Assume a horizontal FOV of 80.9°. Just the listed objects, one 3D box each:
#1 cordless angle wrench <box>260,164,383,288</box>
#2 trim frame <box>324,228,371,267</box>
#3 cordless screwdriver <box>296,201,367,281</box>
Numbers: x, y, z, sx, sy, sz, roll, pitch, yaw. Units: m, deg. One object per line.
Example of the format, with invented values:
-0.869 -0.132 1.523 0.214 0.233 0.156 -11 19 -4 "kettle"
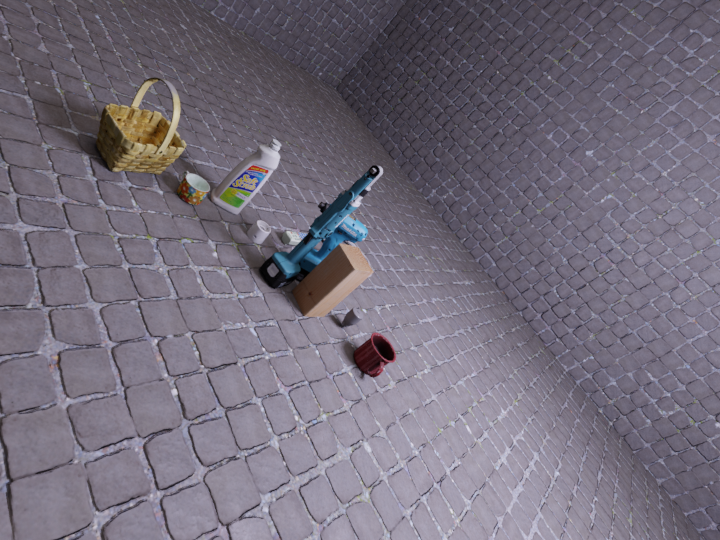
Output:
-0.096 -0.111 1.075 0.076 0.427 0.095 53 26 11 "cordless angle wrench"
-0.050 -0.068 1.557 0.251 0.028 0.181 47 25 4 "trim frame"
-0.117 -0.077 1.200 0.153 0.251 0.077 35 28 -23 "cordless screwdriver"
